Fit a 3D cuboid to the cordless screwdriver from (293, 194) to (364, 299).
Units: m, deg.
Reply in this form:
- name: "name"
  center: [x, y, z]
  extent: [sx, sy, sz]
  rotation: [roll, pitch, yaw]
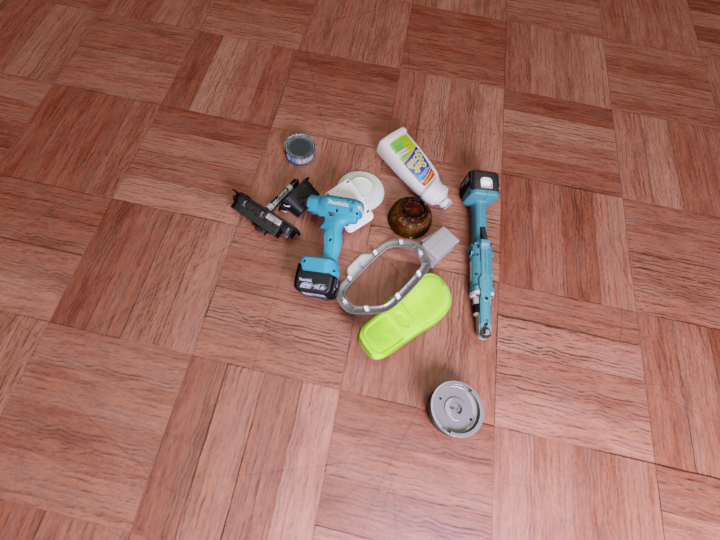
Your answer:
- name: "cordless screwdriver"
  center: [-0.098, -0.064, 0.998]
  extent: [0.164, 0.071, 0.251]
  rotation: [11, 75, 18]

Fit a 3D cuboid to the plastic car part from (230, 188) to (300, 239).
- name: "plastic car part"
  center: [-0.248, -0.133, 1.061]
  extent: [0.208, 0.065, 0.067]
  rotation: [37, 93, 12]

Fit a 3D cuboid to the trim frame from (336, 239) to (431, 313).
- name: "trim frame"
  center: [0.050, 0.009, 0.981]
  extent: [0.246, 0.026, 0.195]
  rotation: [-46, 41, -19]

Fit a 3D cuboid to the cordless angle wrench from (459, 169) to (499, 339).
- name: "cordless angle wrench"
  center: [0.293, -0.043, 1.031]
  extent: [0.074, 0.096, 0.430]
  rotation: [6, 69, -3]

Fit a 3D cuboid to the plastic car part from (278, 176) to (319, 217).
- name: "plastic car part"
  center: [-0.147, -0.183, 1.091]
  extent: [0.071, 0.067, 0.115]
  rotation: [45, 66, -2]
